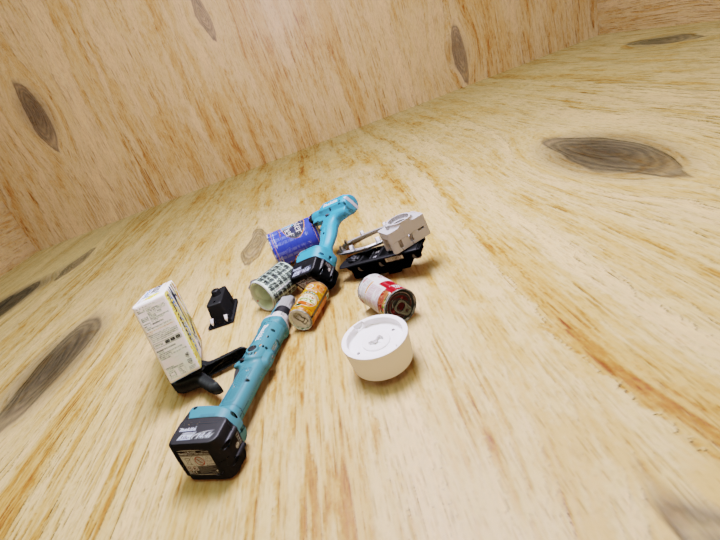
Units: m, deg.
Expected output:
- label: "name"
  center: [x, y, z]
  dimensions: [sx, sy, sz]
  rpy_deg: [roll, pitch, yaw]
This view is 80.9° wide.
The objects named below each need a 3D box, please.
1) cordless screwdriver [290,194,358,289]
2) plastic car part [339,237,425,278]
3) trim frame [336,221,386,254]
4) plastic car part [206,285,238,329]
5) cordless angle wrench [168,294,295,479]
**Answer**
- label: "cordless screwdriver"
  center: [-0.100, -0.065, 1.020]
  dimensions: [0.165, 0.071, 0.252]
  rpy_deg: [-17, 46, 44]
- label: "plastic car part"
  center: [0.050, -0.024, 0.934]
  dimensions: [0.211, 0.064, 0.066]
  rpy_deg: [-10, 34, 32]
- label: "trim frame"
  center: [0.030, -0.086, 1.056]
  dimensions: [0.188, 0.027, 0.247]
  rpy_deg: [-18, 11, 14]
- label: "plastic car part"
  center: [-0.346, 0.080, 1.040]
  dimensions: [0.066, 0.068, 0.120]
  rpy_deg: [-19, 28, 3]
- label: "cordless angle wrench"
  center: [-0.190, 0.164, 0.769]
  dimensions: [0.100, 0.072, 0.426]
  rpy_deg: [-13, 25, 17]
